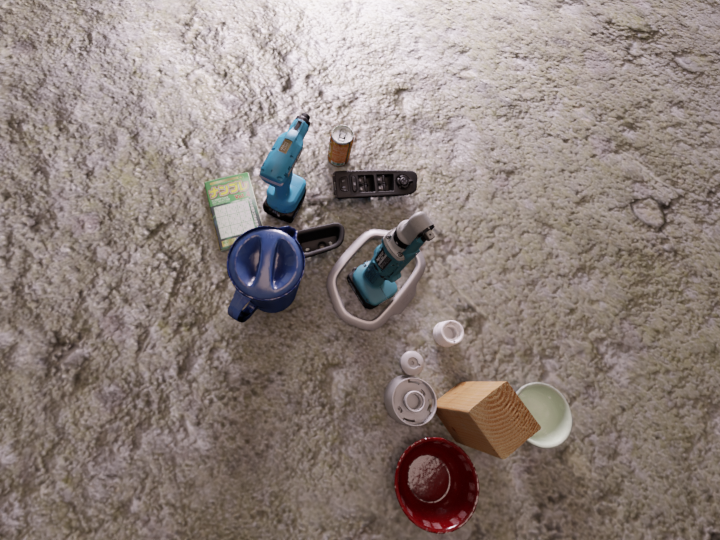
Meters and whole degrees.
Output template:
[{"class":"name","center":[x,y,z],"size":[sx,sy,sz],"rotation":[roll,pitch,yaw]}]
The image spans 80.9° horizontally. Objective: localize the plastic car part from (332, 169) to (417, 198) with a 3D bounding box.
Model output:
[{"class":"plastic car part","center":[0.034,-0.197,0.999],"size":[0.201,0.066,0.068],"rotation":[-5,74,-5]}]

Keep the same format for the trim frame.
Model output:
[{"class":"trim frame","center":[0.036,0.016,0.951],"size":[0.187,0.027,0.247],"rotation":[38,74,8]}]

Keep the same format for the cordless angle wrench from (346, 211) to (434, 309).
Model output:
[{"class":"cordless angle wrench","center":[0.050,-0.016,0.756],"size":[0.073,0.419,0.100],"rotation":[-29,81,-15]}]

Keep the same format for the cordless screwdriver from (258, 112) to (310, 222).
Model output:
[{"class":"cordless screwdriver","center":[-0.151,-0.209,0.898],"size":[0.075,0.247,0.160],"rotation":[25,73,-1]}]

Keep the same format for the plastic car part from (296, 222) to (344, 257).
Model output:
[{"class":"plastic car part","center":[-0.092,-0.060,0.945],"size":[0.115,0.070,0.067],"rotation":[-15,76,-9]}]
